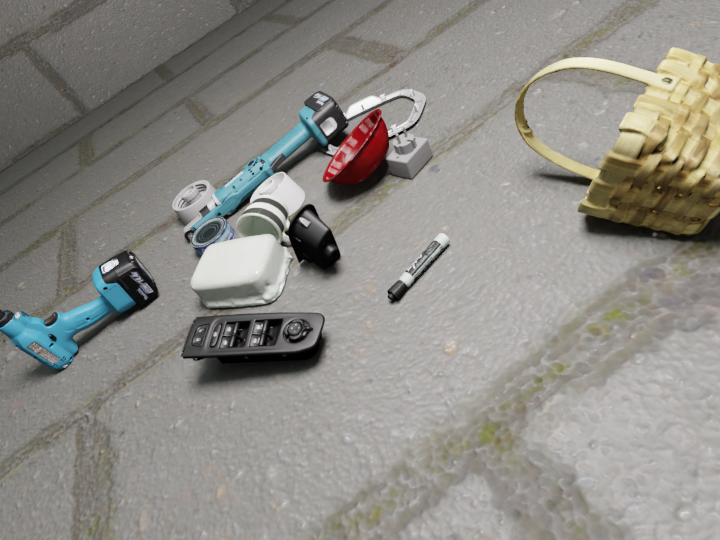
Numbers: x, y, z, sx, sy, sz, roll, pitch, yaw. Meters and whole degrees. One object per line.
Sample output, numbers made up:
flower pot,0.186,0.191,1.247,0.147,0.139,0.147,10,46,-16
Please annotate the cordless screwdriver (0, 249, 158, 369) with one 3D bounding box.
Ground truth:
cordless screwdriver,-0.515,0.059,0.777,0.247,0.151,0.079,-40,43,-11

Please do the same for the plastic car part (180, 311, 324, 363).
plastic car part,-0.142,0.100,0.585,0.208,0.064,0.068,-9,40,18

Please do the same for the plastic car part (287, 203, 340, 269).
plastic car part,-0.063,-0.042,0.649,0.074,0.112,0.065,40,74,21

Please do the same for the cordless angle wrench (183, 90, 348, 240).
cordless angle wrench,-0.215,-0.211,0.902,0.423,0.070,0.103,-40,42,1

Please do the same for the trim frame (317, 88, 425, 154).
trim frame,0.019,-0.322,0.908,0.252,0.026,0.191,-23,43,12
